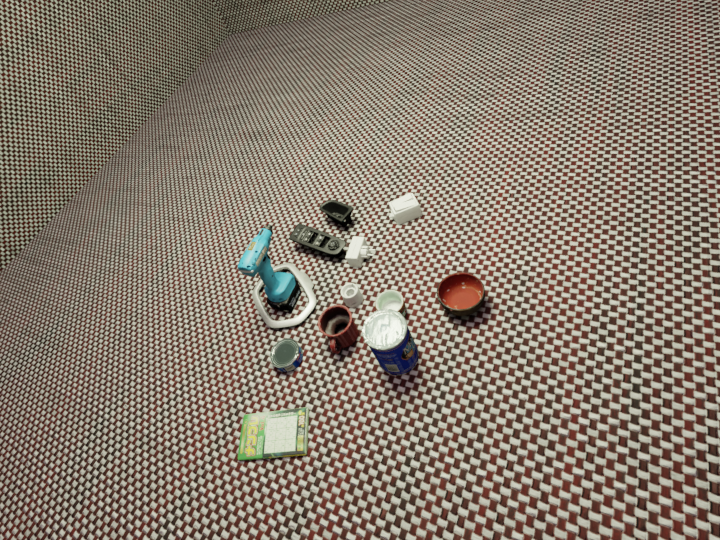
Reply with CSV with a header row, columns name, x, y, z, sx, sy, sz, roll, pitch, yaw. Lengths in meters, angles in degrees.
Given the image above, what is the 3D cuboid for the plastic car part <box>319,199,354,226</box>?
name,x,y,z,sx,sy,sz,roll,pitch,yaw
plastic car part,-0.074,-0.184,1.395,0.123,0.067,0.065,28,68,38

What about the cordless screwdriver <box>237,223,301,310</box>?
name,x,y,z,sx,sy,sz,roll,pitch,yaw
cordless screwdriver,-0.249,-0.003,1.213,0.077,0.236,0.160,4,54,26

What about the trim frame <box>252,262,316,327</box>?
name,x,y,z,sx,sy,sz,roll,pitch,yaw
trim frame,-0.232,0.073,1.287,0.183,0.026,0.263,-36,47,-6

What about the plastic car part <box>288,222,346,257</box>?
name,x,y,z,sx,sy,sz,roll,pitch,yaw
plastic car part,-0.131,-0.086,1.344,0.214,0.064,0.066,19,62,35
